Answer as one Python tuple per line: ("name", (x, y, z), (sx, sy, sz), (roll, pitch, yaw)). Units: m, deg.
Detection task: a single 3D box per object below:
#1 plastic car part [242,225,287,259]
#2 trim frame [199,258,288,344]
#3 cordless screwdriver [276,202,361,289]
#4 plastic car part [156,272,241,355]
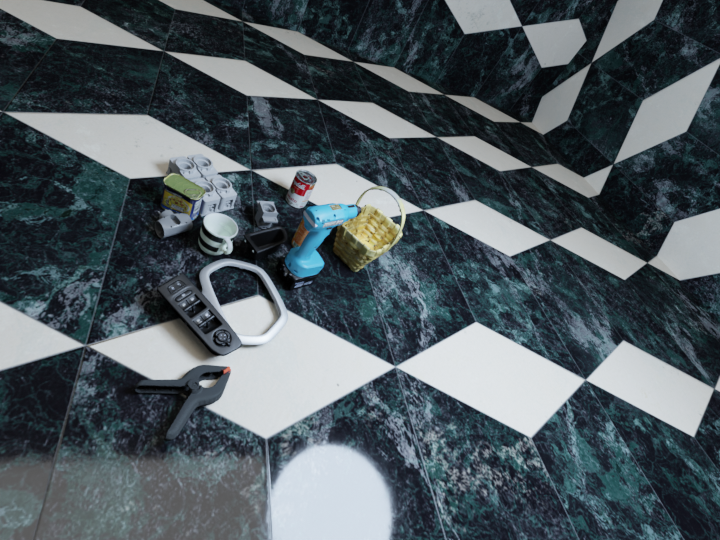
("plastic car part", (-0.243, -0.064, 1.083), (0.112, 0.071, 0.068), (-22, 62, -44))
("trim frame", (-0.270, 0.065, 0.964), (0.177, 0.027, 0.260), (-10, 53, -38))
("cordless screwdriver", (-0.101, -0.066, 1.030), (0.153, 0.248, 0.077), (-16, 60, -43))
("plastic car part", (-0.329, 0.101, 0.860), (0.208, 0.067, 0.065), (41, 40, 14))
